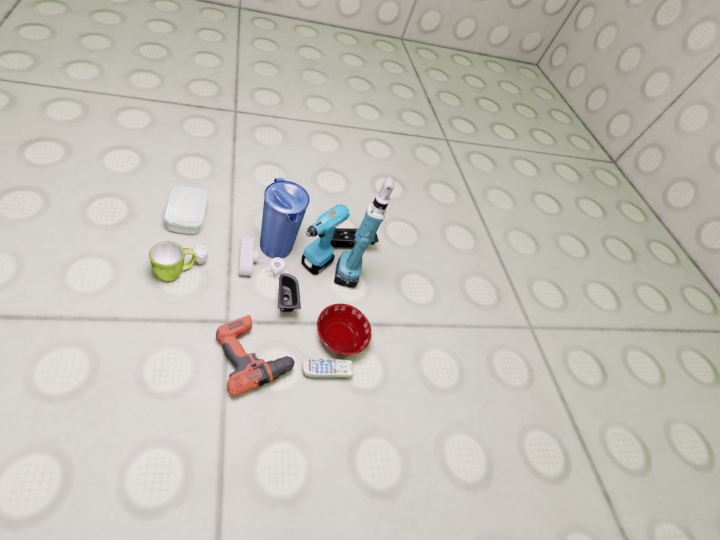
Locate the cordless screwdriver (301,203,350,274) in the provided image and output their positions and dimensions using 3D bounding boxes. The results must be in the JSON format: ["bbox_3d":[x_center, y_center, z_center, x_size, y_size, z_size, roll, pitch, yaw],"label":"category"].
[{"bbox_3d":[-0.125,-0.082,1.276,0.076,0.246,0.156,42,52,13],"label":"cordless screwdriver"}]

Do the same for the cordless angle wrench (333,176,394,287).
[{"bbox_3d":[0.013,-0.101,1.219,0.073,0.419,0.100,16,50,-9],"label":"cordless angle wrench"}]

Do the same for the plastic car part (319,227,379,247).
[{"bbox_3d":[-0.046,-0.109,1.439,0.198,0.066,0.069,4,52,-14],"label":"plastic car part"}]

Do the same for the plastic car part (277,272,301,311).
[{"bbox_3d":[-0.214,0.074,1.240,0.064,0.070,0.121,4,52,-16],"label":"plastic car part"}]
